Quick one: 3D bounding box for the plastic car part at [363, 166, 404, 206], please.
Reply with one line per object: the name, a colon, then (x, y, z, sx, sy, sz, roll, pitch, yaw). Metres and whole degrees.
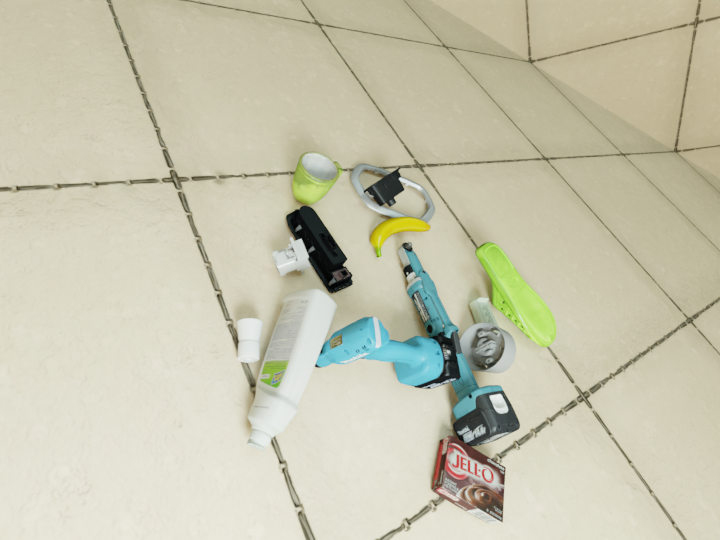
plastic car part: (0.063, -0.191, 1.024, 0.070, 0.067, 0.115, 52, 50, -5)

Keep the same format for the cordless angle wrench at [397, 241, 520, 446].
cordless angle wrench: (0.160, 0.116, 0.843, 0.071, 0.098, 0.441, 2, 50, -30)

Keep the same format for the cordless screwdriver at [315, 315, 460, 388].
cordless screwdriver: (0.043, 0.151, 0.731, 0.236, 0.162, 0.077, 22, 50, -35)

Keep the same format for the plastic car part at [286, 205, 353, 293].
plastic car part: (-0.084, -0.055, 0.863, 0.064, 0.066, 0.210, -23, 65, -33)

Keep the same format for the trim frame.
trim frame: (0.086, -0.198, 1.091, 0.242, 0.027, 0.189, 15, 50, -15)
